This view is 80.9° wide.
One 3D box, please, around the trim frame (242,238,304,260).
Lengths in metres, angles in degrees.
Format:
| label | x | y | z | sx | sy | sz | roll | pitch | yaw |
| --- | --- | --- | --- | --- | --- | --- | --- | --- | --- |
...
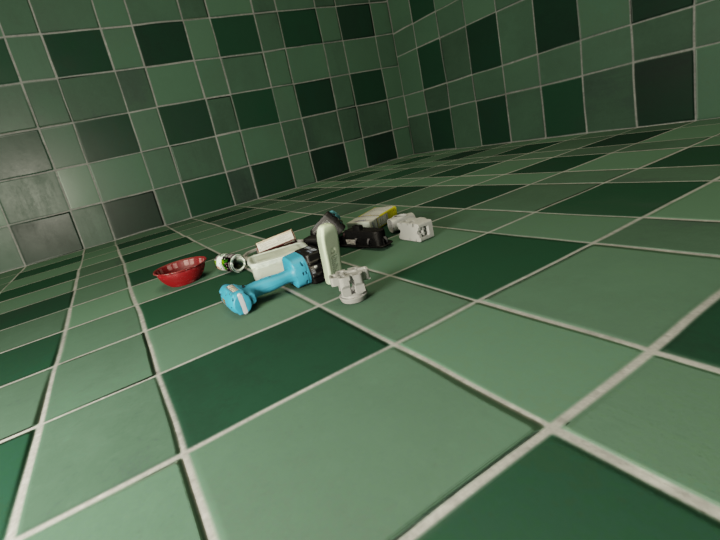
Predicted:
| label | x | y | z | sx | sy | sz | roll | pitch | yaw |
| --- | --- | --- | --- | --- | --- | --- | --- | --- | --- |
| trim frame | -0.270 | -0.060 | 1.348 | 0.257 | 0.027 | 0.182 | -4 | 19 | 23 |

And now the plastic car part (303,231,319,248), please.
| label | x | y | z | sx | sy | sz | roll | pitch | yaw |
| --- | --- | --- | --- | --- | --- | --- | --- | --- | --- |
| plastic car part | -0.120 | -0.078 | 1.222 | 0.122 | 0.069 | 0.064 | -4 | 19 | 37 |

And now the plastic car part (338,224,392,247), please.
| label | x | y | z | sx | sy | sz | roll | pitch | yaw |
| --- | --- | --- | --- | --- | --- | --- | --- | --- | --- |
| plastic car part | 0.010 | -0.098 | 1.209 | 0.064 | 0.066 | 0.214 | -16 | 18 | -36 |

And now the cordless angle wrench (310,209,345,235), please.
| label | x | y | z | sx | sy | sz | roll | pitch | yaw |
| --- | --- | --- | --- | --- | --- | --- | --- | --- | --- |
| cordless angle wrench | -0.103 | -0.167 | 1.461 | 0.098 | 0.073 | 0.427 | -47 | 10 | 9 |

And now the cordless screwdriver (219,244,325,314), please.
| label | x | y | z | sx | sy | sz | roll | pitch | yaw |
| --- | --- | --- | --- | --- | --- | --- | --- | --- | --- |
| cordless screwdriver | -0.210 | 0.019 | 0.997 | 0.243 | 0.072 | 0.167 | -26 | 21 | -24 |
